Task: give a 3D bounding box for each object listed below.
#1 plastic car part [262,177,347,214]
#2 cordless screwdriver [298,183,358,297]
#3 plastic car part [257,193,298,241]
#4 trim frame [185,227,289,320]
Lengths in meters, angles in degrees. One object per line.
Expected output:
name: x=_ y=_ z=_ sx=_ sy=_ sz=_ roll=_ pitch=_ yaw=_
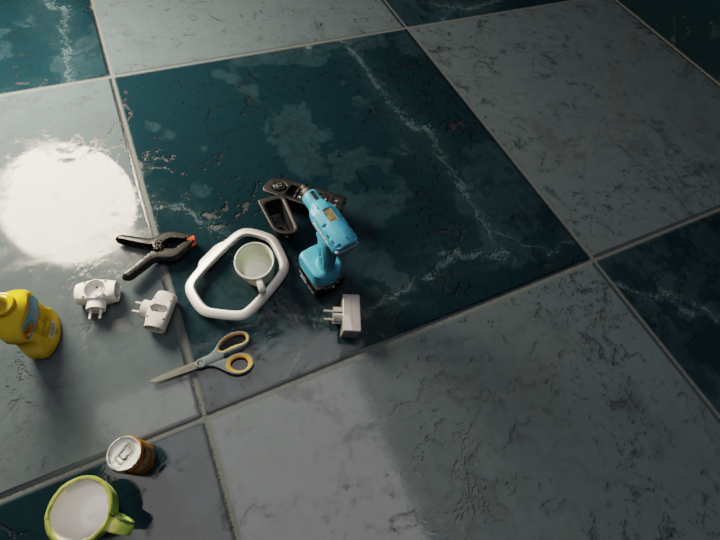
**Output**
plastic car part: x=-0.140 y=-0.175 z=1.039 sx=0.205 sy=0.066 sz=0.067 roll=20 pitch=60 yaw=4
cordless screwdriver: x=-0.085 y=-0.056 z=0.874 sx=0.073 sy=0.245 sz=0.165 roll=-26 pitch=69 yaw=-23
plastic car part: x=-0.191 y=-0.112 z=0.995 sx=0.064 sy=0.070 sz=0.121 roll=-19 pitch=65 yaw=-19
trim frame: x=-0.271 y=0.004 z=0.942 sx=0.188 sy=0.027 sz=0.247 roll=31 pitch=61 yaw=11
